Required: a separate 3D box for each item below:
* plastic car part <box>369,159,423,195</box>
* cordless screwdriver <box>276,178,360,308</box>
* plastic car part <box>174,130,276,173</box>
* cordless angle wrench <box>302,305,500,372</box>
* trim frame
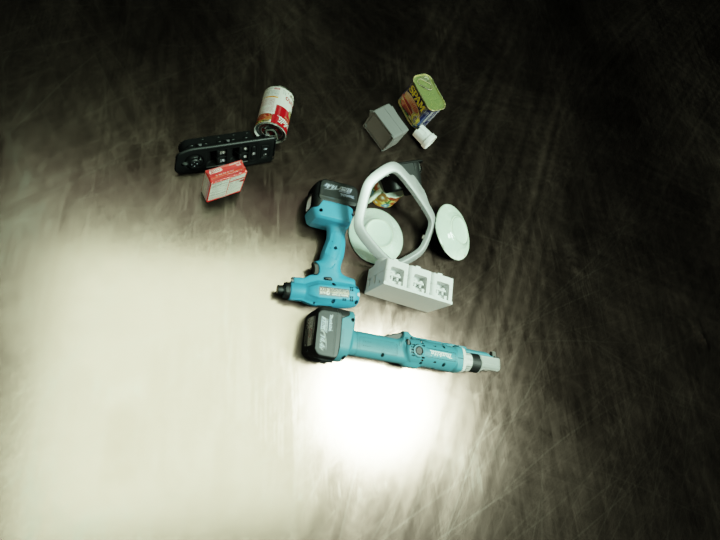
[{"bbox_3d":[0.090,-0.193,0.897,0.112,0.068,0.071,-11,92,-28],"label":"plastic car part"},{"bbox_3d":[-0.081,-0.053,0.833,0.154,0.075,0.253,6,73,-18],"label":"cordless screwdriver"},{"bbox_3d":[-0.272,-0.242,0.839,0.197,0.066,0.069,-21,72,-25],"label":"plastic car part"},{"bbox_3d":[0.098,0.156,0.824,0.410,0.075,0.100,13,68,-18],"label":"cordless angle wrench"},{"bbox_3d":[0.075,-0.107,0.866,0.184,0.029,0.235,-53,127,-9],"label":"trim frame"}]
